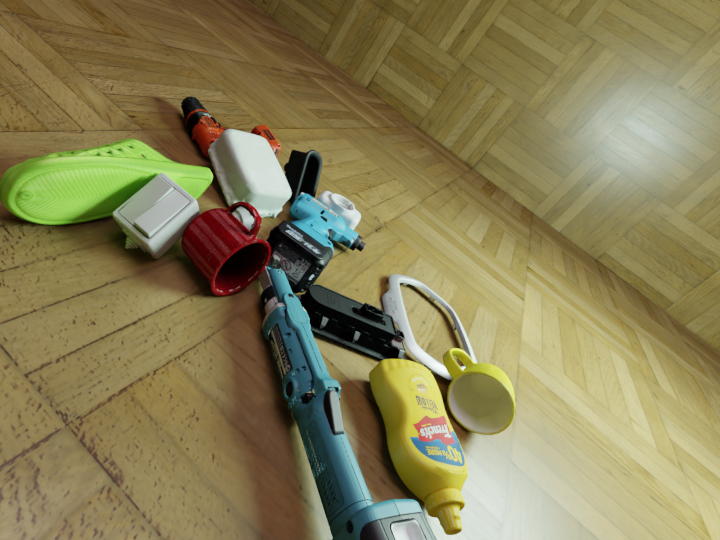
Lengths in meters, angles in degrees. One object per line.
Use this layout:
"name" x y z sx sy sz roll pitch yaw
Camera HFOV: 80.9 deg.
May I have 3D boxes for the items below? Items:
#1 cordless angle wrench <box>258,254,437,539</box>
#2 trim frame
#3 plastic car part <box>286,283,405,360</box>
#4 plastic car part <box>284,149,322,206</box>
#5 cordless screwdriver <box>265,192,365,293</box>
"cordless angle wrench" -0.053 0.129 0.455 0.070 0.098 0.445 14 30 -36
"trim frame" 0.121 0.094 0.754 0.178 0.027 0.257 25 31 -20
"plastic car part" -0.013 0.073 0.608 0.196 0.067 0.068 22 38 -18
"plastic car part" -0.126 -0.193 0.859 0.074 0.115 0.063 24 19 30
"cordless screwdriver" -0.070 -0.046 0.718 0.158 0.074 0.251 32 24 -6
